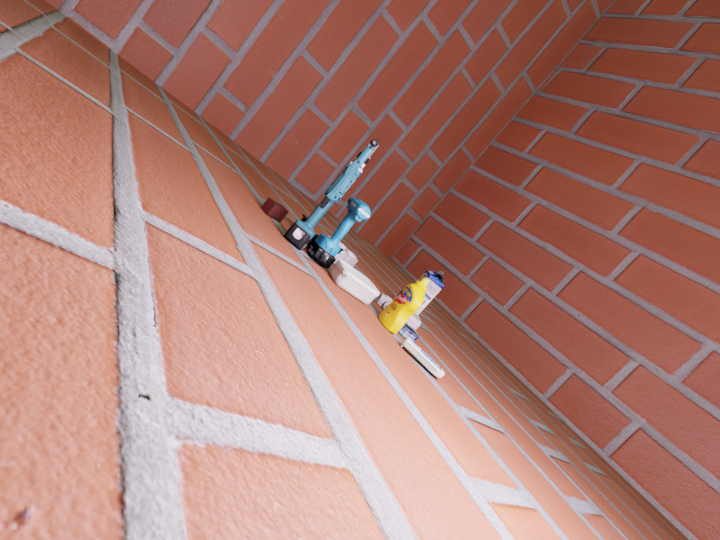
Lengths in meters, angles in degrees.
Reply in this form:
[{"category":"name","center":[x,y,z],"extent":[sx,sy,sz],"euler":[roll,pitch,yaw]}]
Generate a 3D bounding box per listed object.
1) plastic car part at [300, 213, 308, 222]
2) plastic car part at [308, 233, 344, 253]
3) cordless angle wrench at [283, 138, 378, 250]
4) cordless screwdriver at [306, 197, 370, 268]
[{"category":"plastic car part","center":[-0.212,-0.165,1.598],"extent":[0.065,0.071,0.119],"euler":[38,8,-12]},{"category":"plastic car part","center":[-0.149,-0.097,1.524],"extent":[0.191,0.067,0.070],"euler":[31,12,-50]},{"category":"cordless angle wrench","center":[-0.084,-0.249,1.356],"extent":[0.075,0.424,0.097],"euler":[41,8,0]},{"category":"cordless screwdriver","center":[-0.075,-0.136,1.411],"extent":[0.071,0.249,0.166],"euler":[37,9,-27]}]
